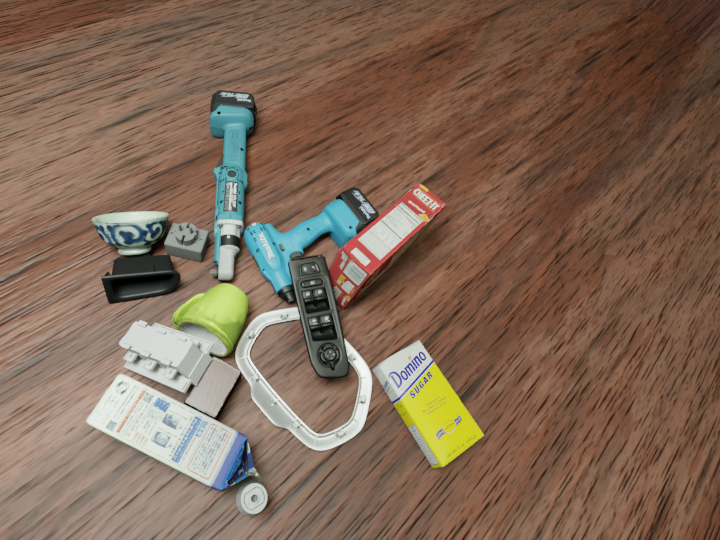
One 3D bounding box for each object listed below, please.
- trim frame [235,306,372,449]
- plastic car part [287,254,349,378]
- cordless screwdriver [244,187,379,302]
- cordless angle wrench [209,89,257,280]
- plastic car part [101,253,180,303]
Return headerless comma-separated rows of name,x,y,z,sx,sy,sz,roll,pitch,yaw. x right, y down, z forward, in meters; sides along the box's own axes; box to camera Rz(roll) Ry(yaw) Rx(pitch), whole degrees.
trim frame,-0.090,0.167,0.694,0.255,0.027,0.181,45,62,13
plastic car part,-0.074,0.080,0.697,0.064,0.067,0.209,-6,66,-27
cordless screwdriver,-0.078,-0.051,0.799,0.244,0.073,0.165,-24,69,-20
cordless angle wrench,-0.257,-0.176,0.836,0.096,0.074,0.435,1,62,-14
plastic car part,-0.369,0.003,0.715,0.113,0.065,0.074,-10,50,-23
